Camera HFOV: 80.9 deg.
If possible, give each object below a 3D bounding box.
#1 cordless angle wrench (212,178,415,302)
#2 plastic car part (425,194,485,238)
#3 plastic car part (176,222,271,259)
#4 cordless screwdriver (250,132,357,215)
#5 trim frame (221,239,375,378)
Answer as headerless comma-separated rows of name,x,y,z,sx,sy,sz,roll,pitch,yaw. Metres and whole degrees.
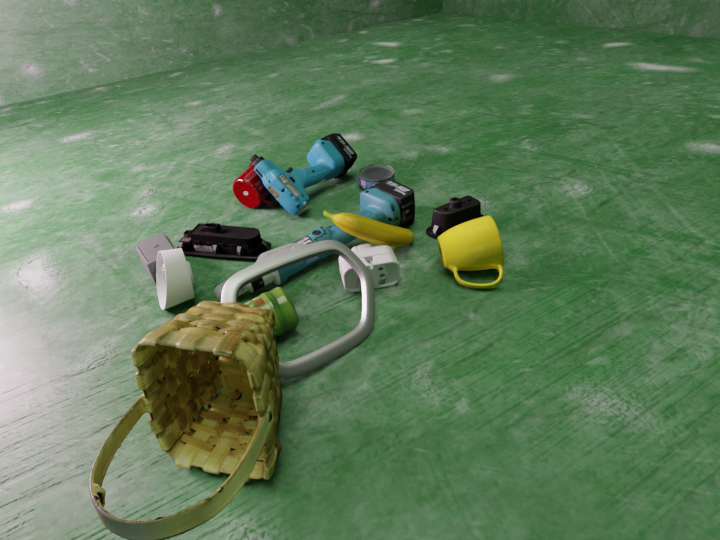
cordless angle wrench,-0.077,-0.050,0.789,0.415,0.071,0.104,-31,44,-23
plastic car part,0.186,-0.108,0.813,0.114,0.068,0.070,-18,38,-19
plastic car part,-0.273,-0.063,0.845,0.209,0.065,0.066,9,33,16
cordless screwdriver,-0.130,-0.247,0.985,0.159,0.075,0.245,46,52,-1
trim frame,-0.082,0.045,0.617,0.242,0.028,0.187,-24,80,-28
